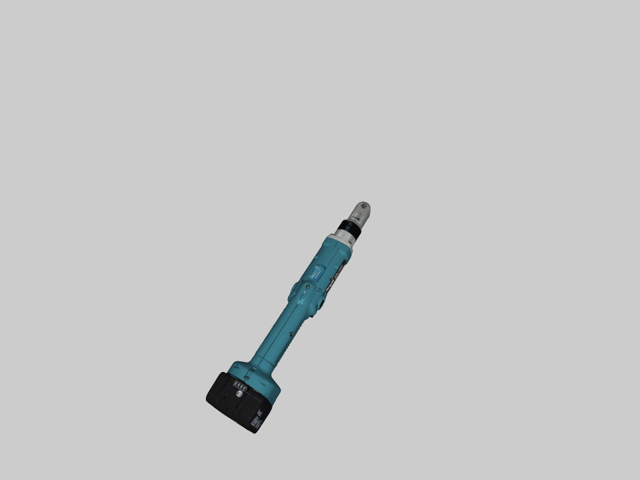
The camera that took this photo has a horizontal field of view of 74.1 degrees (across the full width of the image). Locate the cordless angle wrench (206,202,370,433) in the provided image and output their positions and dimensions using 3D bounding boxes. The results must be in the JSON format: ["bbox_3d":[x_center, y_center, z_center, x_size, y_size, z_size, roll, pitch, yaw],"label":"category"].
[{"bbox_3d":[-0.021,0.093,0.688,0.074,0.421,0.098,26,-27,16],"label":"cordless angle wrench"}]
